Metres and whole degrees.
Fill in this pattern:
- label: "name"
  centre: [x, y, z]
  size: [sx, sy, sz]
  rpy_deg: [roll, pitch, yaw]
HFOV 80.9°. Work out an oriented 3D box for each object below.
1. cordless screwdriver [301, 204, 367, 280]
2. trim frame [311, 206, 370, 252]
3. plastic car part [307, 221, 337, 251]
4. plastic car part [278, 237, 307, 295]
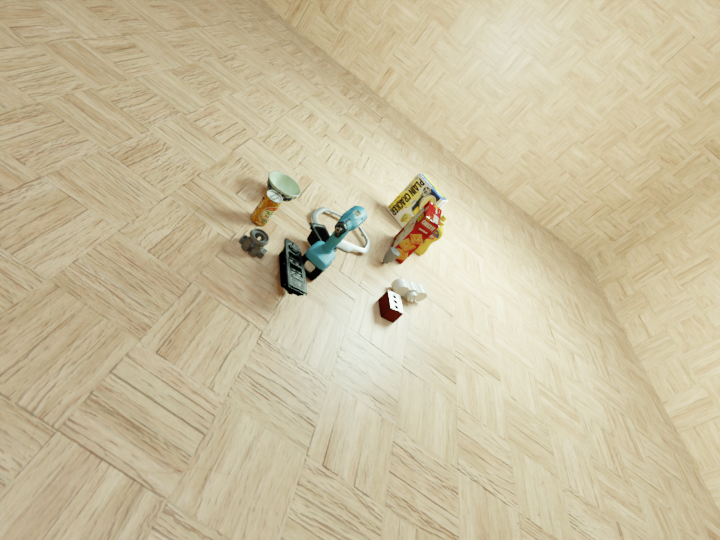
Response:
- label: "cordless screwdriver"
  centre: [-0.087, -0.070, 1.169]
  size: [0.075, 0.251, 0.157]
  rpy_deg: [44, 32, 0]
- label: "trim frame"
  centre: [-0.067, -0.141, 1.487]
  size: [0.238, 0.028, 0.191]
  rpy_deg: [24, 35, -24]
- label: "plastic car part"
  centre: [-0.128, -0.084, 1.312]
  size: [0.062, 0.071, 0.122]
  rpy_deg: [7, 46, -43]
- label: "plastic car part"
  centre: [-0.190, -0.004, 1.155]
  size: [0.063, 0.067, 0.211]
  rpy_deg: [22, 36, -29]
